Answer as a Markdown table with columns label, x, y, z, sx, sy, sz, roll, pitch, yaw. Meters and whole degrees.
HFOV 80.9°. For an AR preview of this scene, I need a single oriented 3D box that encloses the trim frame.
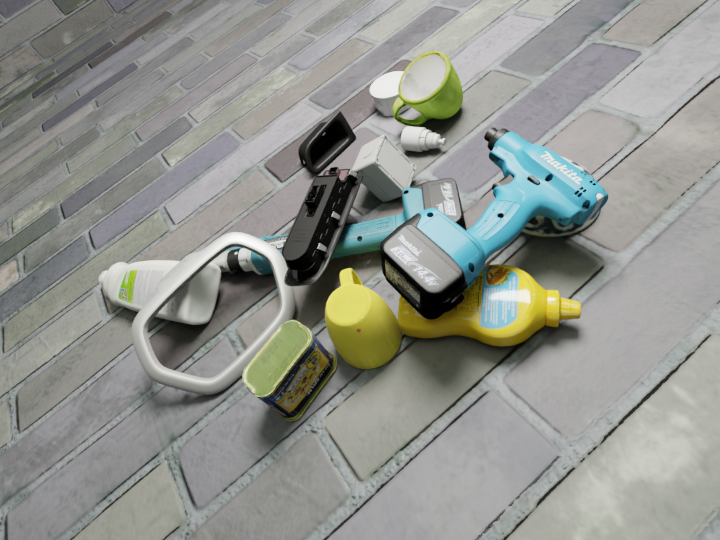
| label | x | y | z | sx | sy | sz | roll | pitch | yaw |
| --- | --- | --- | --- | --- | --- | --- | --- | --- | --- |
| trim frame | -0.207 | 0.057 | 0.605 | 0.186 | 0.027 | 0.247 | 43 | 81 | 6 |

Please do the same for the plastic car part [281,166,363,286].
| label | x | y | z | sx | sy | sz | roll | pitch | yaw |
| --- | --- | --- | --- | --- | --- | --- | --- | --- | --- |
| plastic car part | -0.057 | -0.072 | 0.589 | 0.069 | 0.064 | 0.205 | 6 | 63 | 23 |

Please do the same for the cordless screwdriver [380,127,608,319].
| label | x | y | z | sx | sy | sz | roll | pitch | yaw |
| --- | --- | --- | --- | --- | --- | --- | --- | --- | --- |
| cordless screwdriver | 0.130 | -0.068 | 0.490 | 0.247 | 0.071 | 0.167 | -33 | 61 | -9 |

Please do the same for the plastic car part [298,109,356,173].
| label | x | y | z | sx | sy | sz | roll | pitch | yaw |
| --- | --- | --- | --- | --- | --- | --- | --- | --- | --- |
| plastic car part | -0.078 | -0.243 | 0.806 | 0.116 | 0.062 | 0.075 | -46 | 37 | -9 |

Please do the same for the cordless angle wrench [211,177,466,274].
| label | x | y | z | sx | sy | sz | roll | pitch | yaw |
| --- | --- | --- | --- | --- | --- | --- | --- | --- | --- |
| cordless angle wrench | -0.063 | -0.041 | 0.643 | 0.434 | 0.070 | 0.100 | -10 | 53 | 19 |
